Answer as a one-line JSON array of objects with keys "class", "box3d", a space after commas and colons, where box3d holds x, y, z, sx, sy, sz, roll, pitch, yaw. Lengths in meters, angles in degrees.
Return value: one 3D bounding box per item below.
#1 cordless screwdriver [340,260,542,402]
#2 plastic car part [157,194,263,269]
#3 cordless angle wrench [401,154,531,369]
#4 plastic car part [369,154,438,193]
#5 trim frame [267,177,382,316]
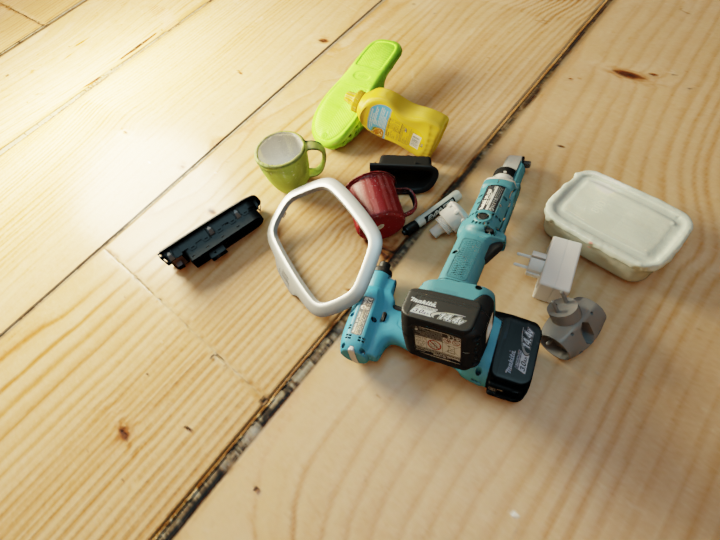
[{"class": "cordless screwdriver", "box3d": [0.108, 0.073, 0.584, 0.258, 0.071, 0.160, 10, 59, 22]}, {"class": "plastic car part", "box3d": [-0.253, -0.063, 0.752, 0.201, 0.064, 0.070, -40, 70, -13]}, {"class": "cordless angle wrench", "box3d": [0.176, -0.055, 0.606, 0.102, 0.071, 0.421, 11, 47, 26]}, {"class": "plastic car part", "box3d": [0.077, -0.179, 0.755, 0.118, 0.063, 0.072, 0, 45, 8]}, {"class": "trim frame", "box3d": [-0.066, -0.043, 0.677, 0.185, 0.026, 0.261, -45, 57, 12]}]
